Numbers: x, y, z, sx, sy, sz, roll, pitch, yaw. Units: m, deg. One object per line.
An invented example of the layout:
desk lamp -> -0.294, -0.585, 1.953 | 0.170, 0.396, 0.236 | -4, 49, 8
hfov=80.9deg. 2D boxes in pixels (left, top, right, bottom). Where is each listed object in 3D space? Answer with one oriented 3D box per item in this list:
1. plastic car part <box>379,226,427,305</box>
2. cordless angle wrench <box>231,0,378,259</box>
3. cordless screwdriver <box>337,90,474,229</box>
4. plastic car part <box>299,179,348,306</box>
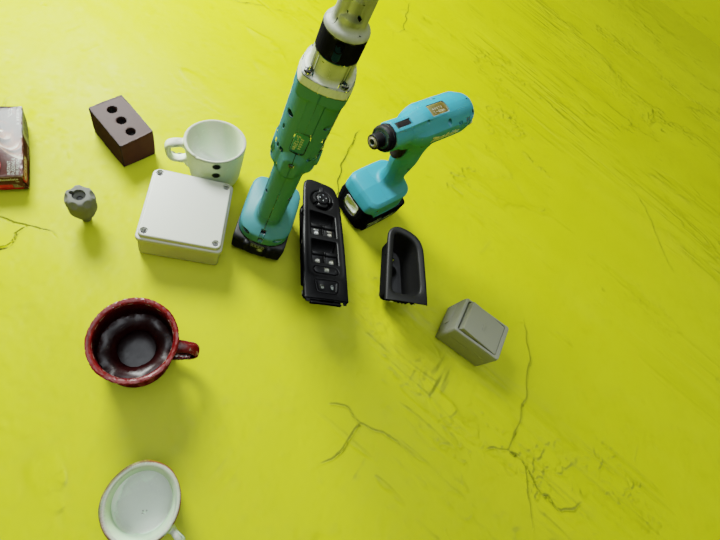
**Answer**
plastic car part -> 0.055, 0.001, 0.641 | 0.064, 0.071, 0.119 | 10, 63, -18
cordless angle wrench -> -0.069, -0.135, 0.459 | 0.072, 0.426, 0.099 | 20, 62, -15
cordless screwdriver -> 0.034, -0.142, 0.601 | 0.155, 0.250, 0.076 | -28, 82, -30
plastic car part -> -0.061, -0.040, 0.623 | 0.064, 0.067, 0.208 | 6, 64, -19
